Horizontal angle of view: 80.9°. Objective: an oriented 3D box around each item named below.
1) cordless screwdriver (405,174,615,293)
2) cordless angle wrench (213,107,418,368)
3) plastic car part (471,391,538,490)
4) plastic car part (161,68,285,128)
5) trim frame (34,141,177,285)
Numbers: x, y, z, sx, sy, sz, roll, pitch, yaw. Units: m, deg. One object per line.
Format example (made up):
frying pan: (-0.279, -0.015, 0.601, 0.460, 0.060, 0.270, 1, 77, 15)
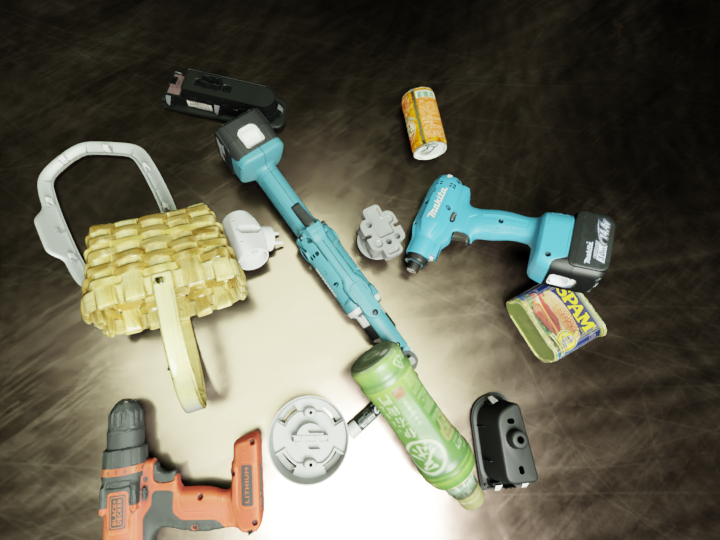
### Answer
cordless screwdriver: (0.194, -0.034, 0.587, 0.259, 0.071, 0.160, 20, 71, 23)
cordless angle wrench: (-0.058, -0.038, 0.598, 0.073, 0.097, 0.429, -34, 82, -15)
plastic car part: (0.186, 0.218, 0.534, 0.065, 0.071, 0.118, -4, 76, -9)
plastic car part: (-0.216, -0.281, 0.677, 0.202, 0.066, 0.067, 14, 65, -3)
trim frame: (-0.373, -0.088, 0.619, 0.182, 0.027, 0.254, -28, 78, -11)
